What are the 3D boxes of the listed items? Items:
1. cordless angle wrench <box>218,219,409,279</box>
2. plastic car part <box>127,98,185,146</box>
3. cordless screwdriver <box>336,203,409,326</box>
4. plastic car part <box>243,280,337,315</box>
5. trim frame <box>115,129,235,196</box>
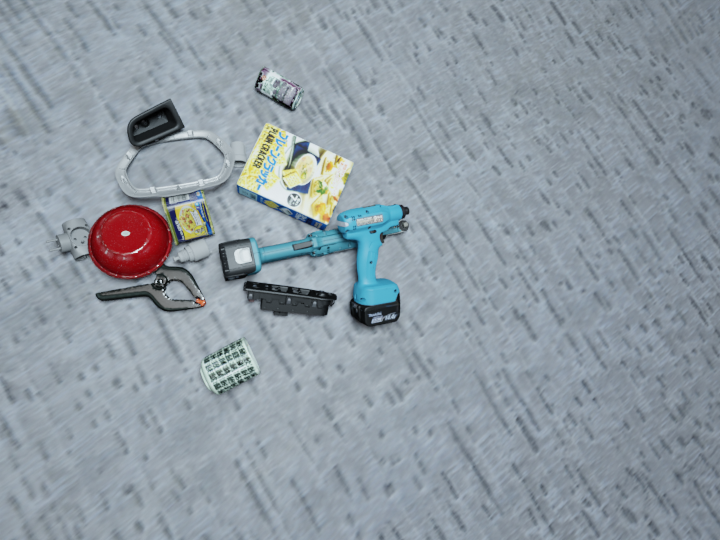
[{"bbox_3d":[-0.090,-0.059,0.920,0.414,0.099,0.075,-13,86,-15],"label":"cordless angle wrench"},{"bbox_3d":[-0.451,-0.317,0.907,0.115,0.075,0.063,-33,129,-17],"label":"plastic car part"},{"bbox_3d":[0.042,-0.016,0.896,0.155,0.077,0.245,-12,103,-21],"label":"cordless screwdriver"},{"bbox_3d":[-0.148,0.064,0.899,0.200,0.067,0.067,4,92,-9],"label":"plastic car part"},{"bbox_3d":[-0.390,-0.228,0.894,0.245,0.027,0.191,-10,62,-10],"label":"trim frame"}]
